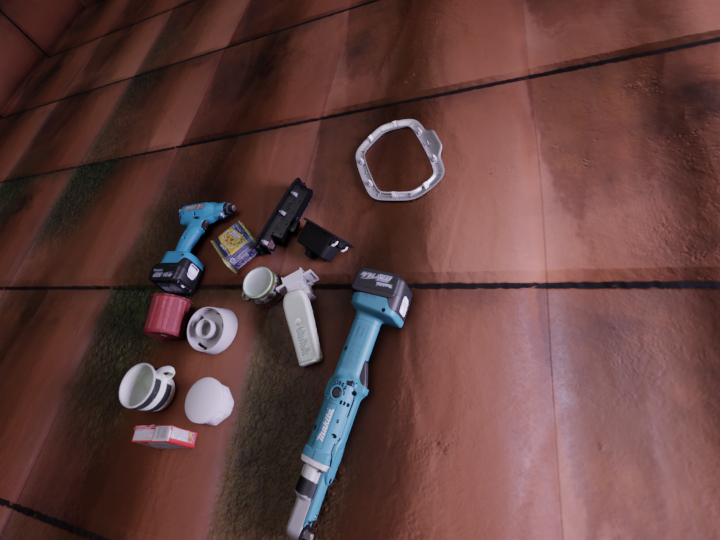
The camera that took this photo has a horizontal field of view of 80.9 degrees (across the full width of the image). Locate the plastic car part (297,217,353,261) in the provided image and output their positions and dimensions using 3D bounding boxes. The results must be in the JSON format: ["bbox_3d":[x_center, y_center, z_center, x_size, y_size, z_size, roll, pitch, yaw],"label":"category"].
[{"bbox_3d":[-0.086,-0.056,0.881,0.123,0.062,0.071,28,89,38],"label":"plastic car part"}]

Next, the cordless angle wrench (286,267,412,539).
[{"bbox_3d":[-0.026,0.202,0.684,0.103,0.070,0.426,10,68,30],"label":"cordless angle wrench"}]

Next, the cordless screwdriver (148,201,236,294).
[{"bbox_3d":[-0.399,-0.065,1.025,0.164,0.070,0.254,-6,55,21],"label":"cordless screwdriver"}]

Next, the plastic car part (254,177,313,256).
[{"bbox_3d":[-0.164,-0.122,0.953,0.070,0.063,0.204,14,67,20],"label":"plastic car part"}]

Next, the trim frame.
[{"bbox_3d":[0.084,-0.249,0.934,0.186,0.026,0.259,-22,52,11],"label":"trim frame"}]
